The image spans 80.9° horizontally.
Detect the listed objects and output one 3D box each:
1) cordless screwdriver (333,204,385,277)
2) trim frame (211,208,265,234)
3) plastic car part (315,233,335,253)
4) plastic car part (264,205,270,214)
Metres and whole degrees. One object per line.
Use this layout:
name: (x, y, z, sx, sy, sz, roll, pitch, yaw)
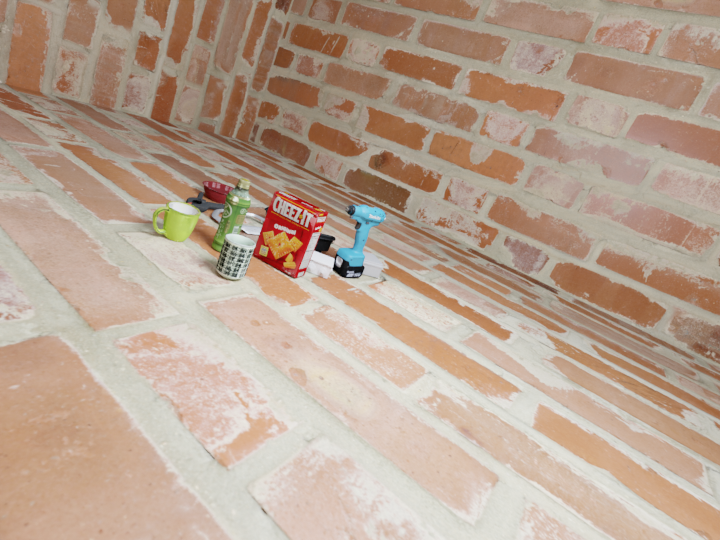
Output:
cordless screwdriver: (-0.023, -0.099, 1.397, 0.151, 0.247, 0.079, 7, 22, -42)
trim frame: (-0.423, -0.178, 1.539, 0.236, 0.027, 0.195, 5, 23, -42)
plastic car part: (-0.151, -0.099, 1.545, 0.112, 0.070, 0.069, 13, 19, -27)
plastic car part: (-0.285, -0.183, 1.648, 0.208, 0.066, 0.065, 25, 17, 13)
